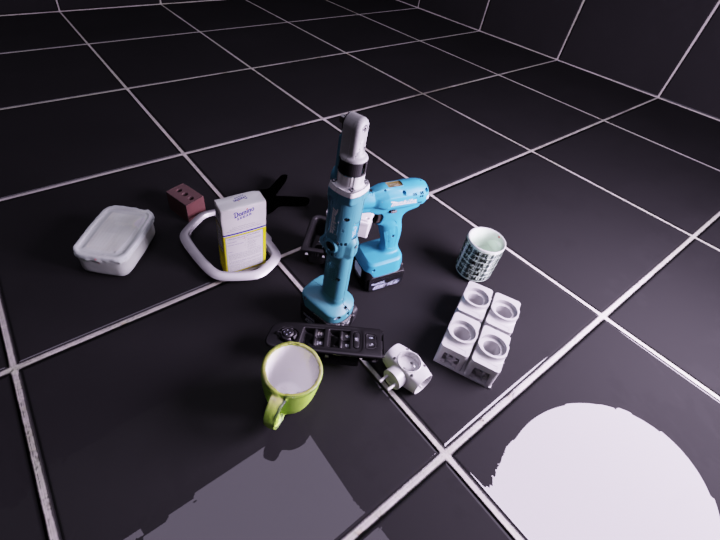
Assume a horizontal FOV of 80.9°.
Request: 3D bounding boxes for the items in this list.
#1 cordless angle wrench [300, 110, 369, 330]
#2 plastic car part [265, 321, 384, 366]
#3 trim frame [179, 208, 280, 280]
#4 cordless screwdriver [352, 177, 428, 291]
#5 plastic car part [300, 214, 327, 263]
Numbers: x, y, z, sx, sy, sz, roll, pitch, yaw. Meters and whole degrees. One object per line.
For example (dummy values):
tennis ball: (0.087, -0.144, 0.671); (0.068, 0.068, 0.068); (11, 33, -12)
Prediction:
cordless angle wrench: (-0.034, -0.051, 0.681); (0.102, 0.413, 0.073); (35, 48, 23)
plastic car part: (-0.064, 0.130, 0.740); (0.203, 0.065, 0.068); (8, 44, 0)
trim frame: (-0.288, -0.061, 0.939); (0.179, 0.027, 0.261); (-30, 54, -32)
cordless screwdriver: (0.029, -0.065, 0.826); (0.155, 0.243, 0.078); (-11, 48, -21)
plastic car part: (-0.091, -0.060, 0.931); (0.066, 0.069, 0.119); (9, 44, 0)
